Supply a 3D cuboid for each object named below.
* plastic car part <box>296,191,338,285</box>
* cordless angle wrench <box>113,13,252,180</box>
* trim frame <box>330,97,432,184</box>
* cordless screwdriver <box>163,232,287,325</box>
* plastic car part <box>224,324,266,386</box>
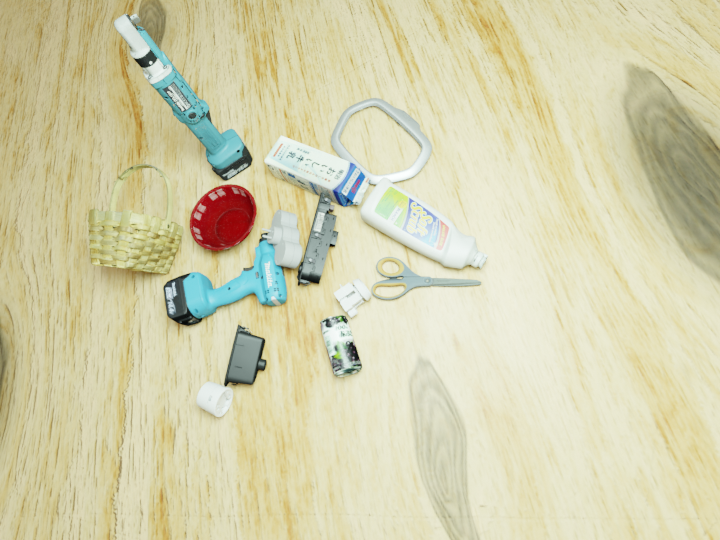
[{"bbox_3d":[-0.086,-0.056,0.878,0.066,0.067,0.205,20,72,-8],"label":"plastic car part"},{"bbox_3d":[-0.346,-0.329,0.853,0.098,0.407,0.077,-32,69,-1],"label":"cordless angle wrench"},{"bbox_3d":[0.043,-0.293,0.949,0.184,0.026,0.260,-39,63,-1],"label":"trim frame"},{"bbox_3d":[-0.284,0.019,0.892,0.250,0.071,0.164,-15,66,4],"label":"cordless screwdriver"},{"bbox_3d":[-0.218,0.171,0.826,0.071,0.065,0.118,7,74,0],"label":"plastic car part"}]
